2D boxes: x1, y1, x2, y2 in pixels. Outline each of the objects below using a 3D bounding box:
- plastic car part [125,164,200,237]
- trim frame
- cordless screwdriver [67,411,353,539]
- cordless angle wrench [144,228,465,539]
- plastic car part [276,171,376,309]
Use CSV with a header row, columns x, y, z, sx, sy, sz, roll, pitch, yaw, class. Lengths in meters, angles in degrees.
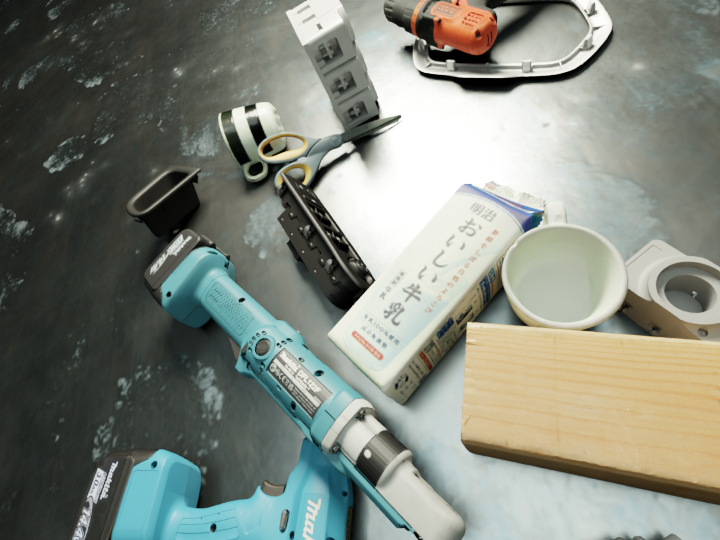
x,y,z,sx,sy,sz,roll,pitch,yaw,class
-0.284,-0.096,0.625,0.069,0.068,0.116,11,52,27,plastic car part
0.192,-0.322,0.571,0.261,0.026,0.185,17,72,28,trim frame
-0.129,0.205,0.392,0.256,0.071,0.163,-3,52,17,cordless screwdriver
-0.084,0.085,0.415,0.448,0.070,0.098,32,78,38,cordless angle wrench
-0.048,-0.032,0.493,0.067,0.063,0.214,-44,55,7,plastic car part
